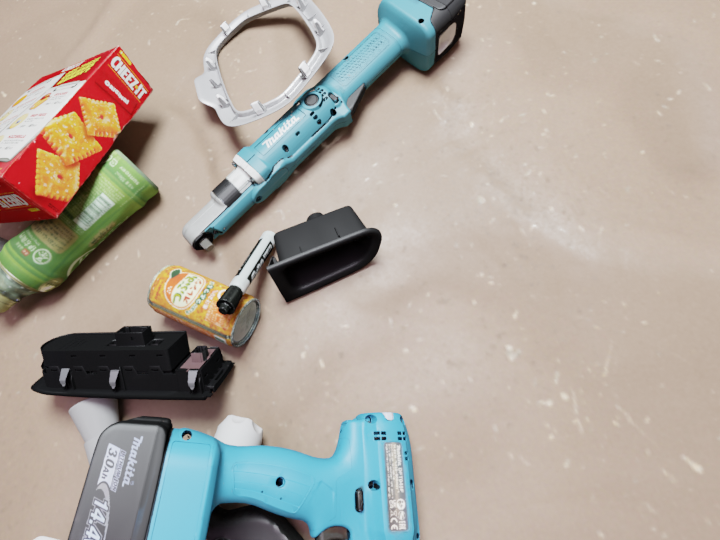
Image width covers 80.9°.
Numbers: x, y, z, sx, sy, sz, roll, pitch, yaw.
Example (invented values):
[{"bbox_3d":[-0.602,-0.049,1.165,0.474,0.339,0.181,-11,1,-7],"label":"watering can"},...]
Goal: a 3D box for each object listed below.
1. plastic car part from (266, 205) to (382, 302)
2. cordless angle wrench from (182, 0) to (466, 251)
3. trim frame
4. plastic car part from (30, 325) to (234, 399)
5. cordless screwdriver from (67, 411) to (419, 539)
[{"bbox_3d":[-0.044,-0.028,0.445,0.116,0.063,0.074,-26,55,-5],"label":"plastic car part"},{"bbox_3d":[-0.049,-0.184,0.498,0.102,0.072,0.422,42,83,20],"label":"cordless angle wrench"},{"bbox_3d":[-0.130,-0.275,0.533,0.186,0.026,0.260,-31,56,11],"label":"trim frame"},{"bbox_3d":[-0.234,0.090,0.416,0.207,0.067,0.065,-6,112,11],"label":"plastic car part"},{"bbox_3d":[-0.073,0.189,0.312,0.243,0.074,0.163,6,62,-15],"label":"cordless screwdriver"}]
